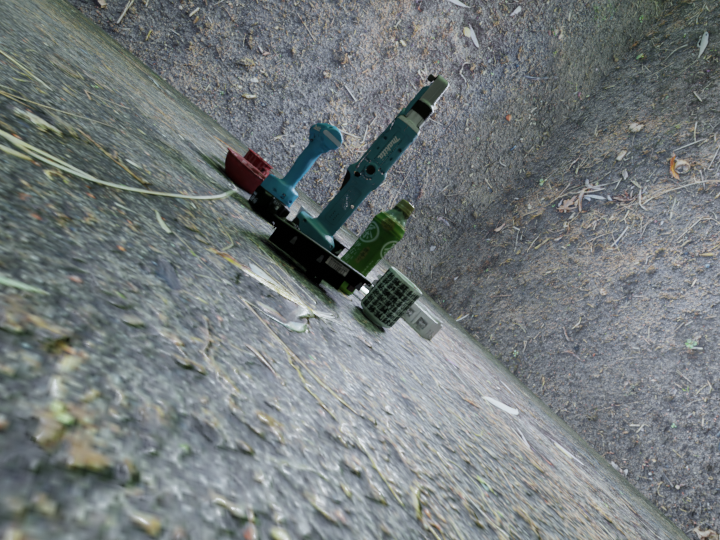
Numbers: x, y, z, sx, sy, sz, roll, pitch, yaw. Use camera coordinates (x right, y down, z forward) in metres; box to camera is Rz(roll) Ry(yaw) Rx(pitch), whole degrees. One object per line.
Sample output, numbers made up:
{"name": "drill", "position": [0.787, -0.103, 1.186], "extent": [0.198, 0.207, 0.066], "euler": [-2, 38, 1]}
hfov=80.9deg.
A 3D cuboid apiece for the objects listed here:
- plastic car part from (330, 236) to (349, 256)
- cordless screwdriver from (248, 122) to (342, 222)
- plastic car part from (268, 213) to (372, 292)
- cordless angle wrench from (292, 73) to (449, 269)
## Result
{"name": "plastic car part", "position": [-0.090, -0.059, 0.922], "extent": [0.122, 0.071, 0.063], "euler": [44, 7, 28]}
{"name": "cordless screwdriver", "position": [-0.149, -0.231, 0.958], "extent": [0.071, 0.249, 0.167], "euler": [37, 7, -30]}
{"name": "plastic car part", "position": [-0.079, -0.023, 0.730], "extent": [0.201, 0.067, 0.067], "euler": [40, 6, -5]}
{"name": "cordless angle wrench", "position": [0.015, -0.185, 0.785], "extent": [0.098, 0.423, 0.074], "euler": [41, 6, -3]}
